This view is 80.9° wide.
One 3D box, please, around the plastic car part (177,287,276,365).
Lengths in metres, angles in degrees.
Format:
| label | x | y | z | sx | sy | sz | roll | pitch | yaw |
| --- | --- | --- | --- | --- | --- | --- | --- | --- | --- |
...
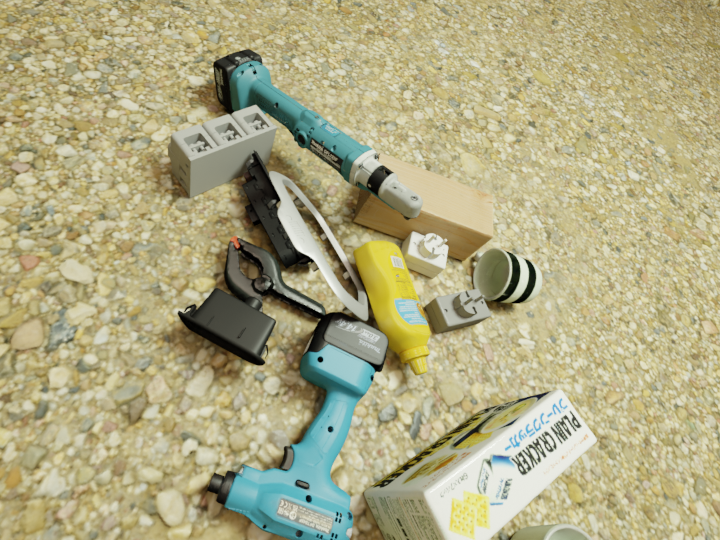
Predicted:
| label | x | y | z | sx | sy | sz | roll | pitch | yaw |
| --- | --- | --- | --- | --- | --- | --- | --- | --- | --- |
| plastic car part | -0.154 | 0.063 | 0.525 | 0.118 | 0.064 | 0.071 | 23 | 64 | 8 |

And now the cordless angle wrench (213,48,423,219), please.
| label | x | y | z | sx | sy | sz | roll | pitch | yaw |
| --- | --- | --- | --- | --- | --- | --- | --- | --- | --- |
| cordless angle wrench | -0.074 | -0.214 | 0.659 | 0.073 | 0.095 | 0.441 | -36 | 63 | -29 |

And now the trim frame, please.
| label | x | y | z | sx | sy | sz | roll | pitch | yaw |
| --- | --- | --- | --- | --- | --- | --- | --- | --- | --- |
| trim frame | -0.058 | -0.038 | 0.588 | 0.028 | 0.177 | 0.257 | -32 | 71 | 9 |

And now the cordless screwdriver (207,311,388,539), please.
| label | x | y | z | sx | sy | sz | roll | pitch | yaw |
| --- | --- | --- | --- | --- | --- | --- | --- | --- | --- |
| cordless screwdriver | -0.064 | 0.171 | 0.506 | 0.158 | 0.074 | 0.252 | 20 | 60 | -5 |

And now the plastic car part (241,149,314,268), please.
| label | x | y | z | sx | sy | sz | roll | pitch | yaw |
| --- | --- | --- | --- | --- | --- | --- | --- | --- | --- |
| plastic car part | -0.132 | -0.084 | 0.641 | 0.066 | 0.065 | 0.209 | -29 | 71 | -16 |
